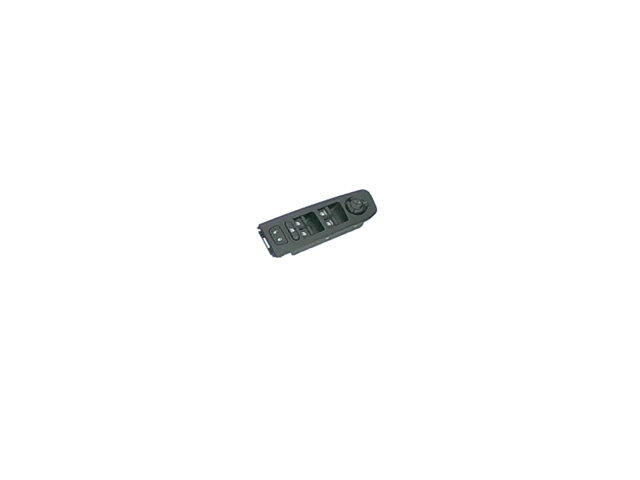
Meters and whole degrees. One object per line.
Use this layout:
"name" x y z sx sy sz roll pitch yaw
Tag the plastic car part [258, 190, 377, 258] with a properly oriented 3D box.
"plastic car part" 0.004 -0.021 0.705 0.202 0.066 0.067 -24 -33 -15
